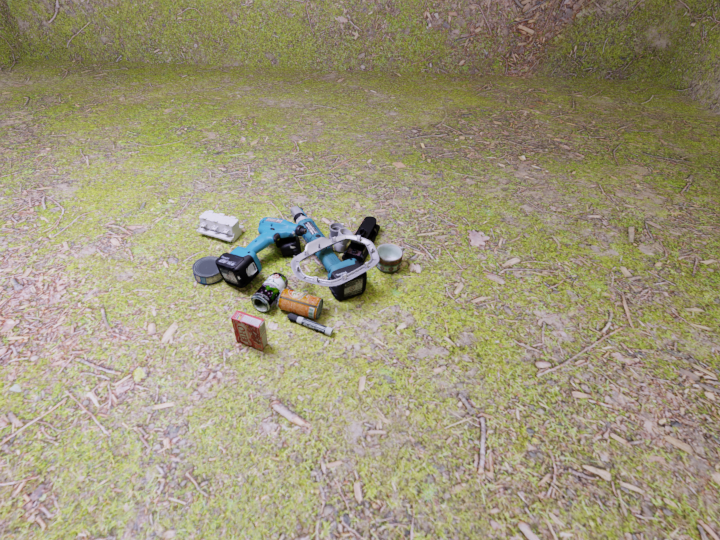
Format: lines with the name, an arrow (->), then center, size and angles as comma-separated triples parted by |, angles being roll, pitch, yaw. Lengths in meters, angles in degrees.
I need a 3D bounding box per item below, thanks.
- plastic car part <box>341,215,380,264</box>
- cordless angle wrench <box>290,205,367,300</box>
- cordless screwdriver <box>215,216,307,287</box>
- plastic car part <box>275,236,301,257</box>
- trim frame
plastic car part -> 0.006, -0.103, 1.282 | 0.069, 0.065, 0.203 | 9, 38, 18
cordless angle wrench -> -0.122, -0.080, 1.245 | 0.096, 0.072, 0.447 | -17, 42, -21
cordless screwdriver -> -0.267, -0.059, 1.163 | 0.167, 0.071, 0.247 | 9, 45, 30
plastic car part -> -0.216, -0.082, 1.257 | 0.071, 0.063, 0.122 | -18, 40, -3
trim frame -> -0.066, -0.034, 1.115 | 0.243, 0.026, 0.195 | -29, 44, -28
